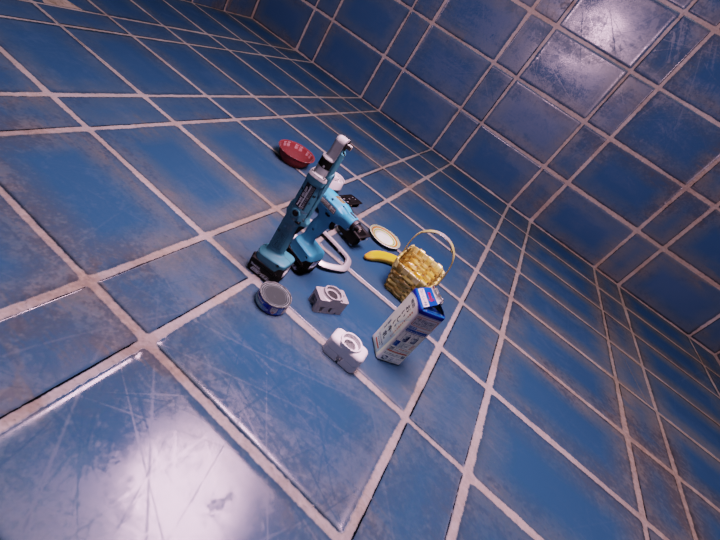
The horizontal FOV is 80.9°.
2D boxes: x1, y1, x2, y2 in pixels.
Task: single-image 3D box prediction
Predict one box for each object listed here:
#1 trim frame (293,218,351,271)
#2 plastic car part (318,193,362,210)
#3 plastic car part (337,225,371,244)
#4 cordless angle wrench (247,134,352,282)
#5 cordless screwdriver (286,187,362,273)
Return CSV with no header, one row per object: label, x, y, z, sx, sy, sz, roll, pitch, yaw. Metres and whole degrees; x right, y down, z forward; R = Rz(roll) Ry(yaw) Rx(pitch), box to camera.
trim frame,-0.130,-0.085,1.332,0.257,0.027,0.178,43,32,17
plastic car part,-0.087,-0.242,1.553,0.194,0.067,0.069,-11,53,-49
plastic car part,-0.033,-0.131,1.443,0.063,0.071,0.121,-10,51,-50
cordless angle wrench,-0.144,-0.142,1.014,0.099,0.423,0.073,40,31,5
cordless screwdriver,-0.105,-0.088,1.143,0.165,0.249,0.071,48,33,20
